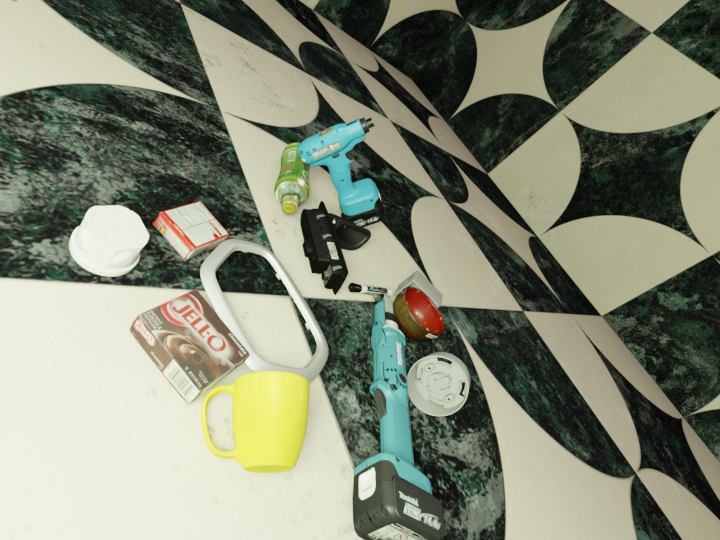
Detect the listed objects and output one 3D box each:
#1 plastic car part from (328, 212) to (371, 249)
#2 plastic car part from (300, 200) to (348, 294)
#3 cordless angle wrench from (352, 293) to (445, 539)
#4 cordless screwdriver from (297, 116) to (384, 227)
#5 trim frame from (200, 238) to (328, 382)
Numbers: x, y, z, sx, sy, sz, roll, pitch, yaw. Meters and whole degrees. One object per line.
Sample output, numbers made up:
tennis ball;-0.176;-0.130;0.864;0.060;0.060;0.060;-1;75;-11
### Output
plastic car part;-0.040;-0.089;0.907;0.110;0.066;0.075;10;32;-50
plastic car part;-0.079;-0.052;0.811;0.065;0.065;0.211;1;48;-18
cordless angle wrench;0.046;0.181;0.661;0.094;0.075;0.434;34;29;-21
cordless screwdriver;-0.010;-0.208;0.914;0.077;0.162;0.236;-96;160;-44
trim frame;-0.138;0.054;0.628;0.177;0.028;0.256;-13;62;-54
